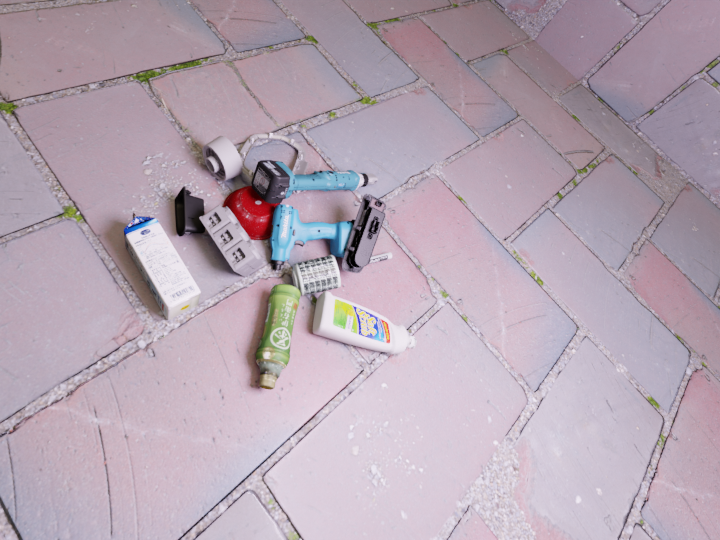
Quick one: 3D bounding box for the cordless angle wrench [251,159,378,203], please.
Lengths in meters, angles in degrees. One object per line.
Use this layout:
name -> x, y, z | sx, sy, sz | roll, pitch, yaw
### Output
cordless angle wrench -> -0.092, -0.241, 1.131 | 0.406, 0.074, 0.103 | -13, 48, -46

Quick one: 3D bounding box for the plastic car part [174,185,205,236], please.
plastic car part -> -0.394, -0.129, 0.995 | 0.067, 0.067, 0.120 | 3, 62, -39

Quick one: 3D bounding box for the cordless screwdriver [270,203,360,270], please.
cordless screwdriver -> -0.103, -0.067, 1.055 | 0.241, 0.076, 0.160 | 8, 85, -20

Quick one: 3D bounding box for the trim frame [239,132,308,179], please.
trim frame -> -0.236, -0.307, 1.161 | 0.182, 0.027, 0.253 | 19, 44, -7

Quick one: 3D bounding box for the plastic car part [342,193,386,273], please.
plastic car part -> 0.017, -0.086, 1.030 | 0.063, 0.070, 0.203 | 26, 81, -30
